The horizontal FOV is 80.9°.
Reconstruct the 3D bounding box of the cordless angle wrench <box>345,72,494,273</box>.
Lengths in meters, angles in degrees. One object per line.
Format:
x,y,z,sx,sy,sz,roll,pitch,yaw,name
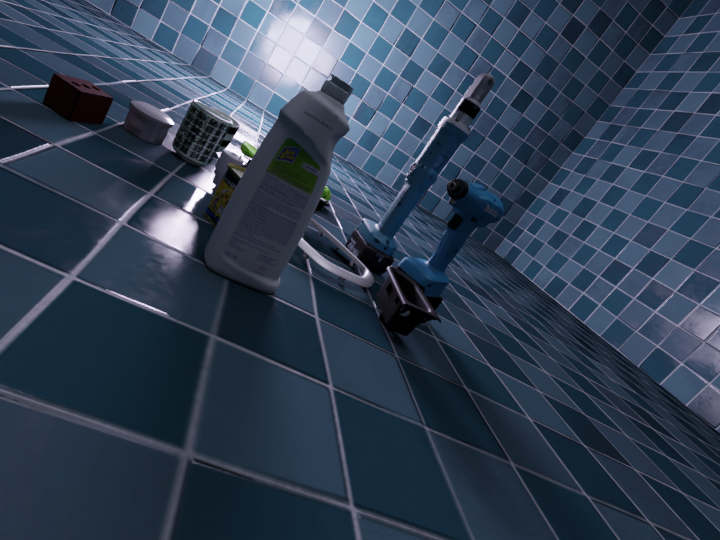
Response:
0.120,-0.187,0.824,0.071,0.423,0.102,26,18,-28,cordless angle wrench

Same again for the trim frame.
-0.075,-0.049,0.763,0.260,0.027,0.176,41,17,26,trim frame

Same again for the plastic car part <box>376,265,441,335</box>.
0.057,0.053,0.632,0.063,0.071,0.121,27,17,-23,plastic car part

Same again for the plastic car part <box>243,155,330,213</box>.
-0.165,-0.173,0.887,0.206,0.067,0.065,35,16,6,plastic car part

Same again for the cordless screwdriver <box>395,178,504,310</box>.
0.132,-0.039,0.723,0.150,0.249,0.078,15,24,-49,cordless screwdriver
